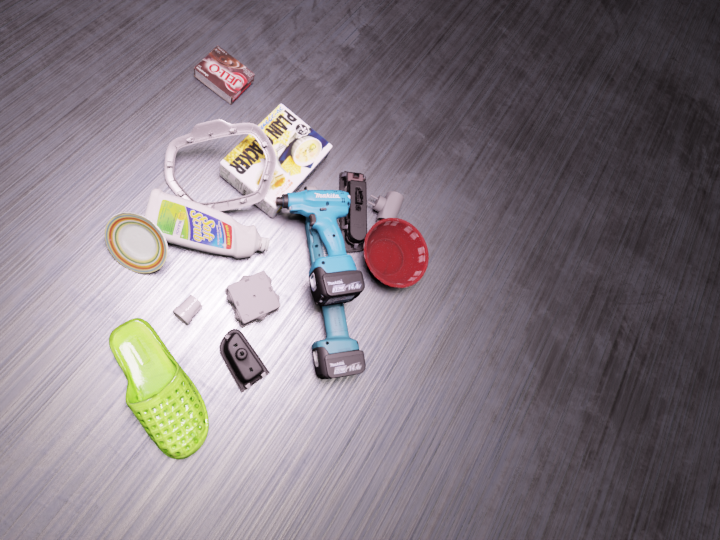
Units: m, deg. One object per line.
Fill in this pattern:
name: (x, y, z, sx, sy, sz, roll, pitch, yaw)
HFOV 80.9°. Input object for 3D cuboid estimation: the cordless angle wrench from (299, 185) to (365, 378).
cordless angle wrench: (-0.076, 0.011, 0.914, 0.095, 0.075, 0.432, -5, 73, -18)

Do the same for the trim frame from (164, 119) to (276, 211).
trim frame: (-0.296, -0.217, 0.882, 0.253, 0.027, 0.182, -7, 99, 11)

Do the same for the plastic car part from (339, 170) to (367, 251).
plastic car part: (-0.009, -0.143, 0.983, 0.064, 0.068, 0.206, 7, 75, -23)

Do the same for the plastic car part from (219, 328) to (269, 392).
plastic car part: (-0.230, 0.170, 0.822, 0.065, 0.072, 0.117, -32, 88, -24)

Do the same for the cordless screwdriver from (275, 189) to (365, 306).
cordless screwdriver: (-0.085, -0.055, 0.864, 0.155, 0.074, 0.256, -2, 66, -19)
